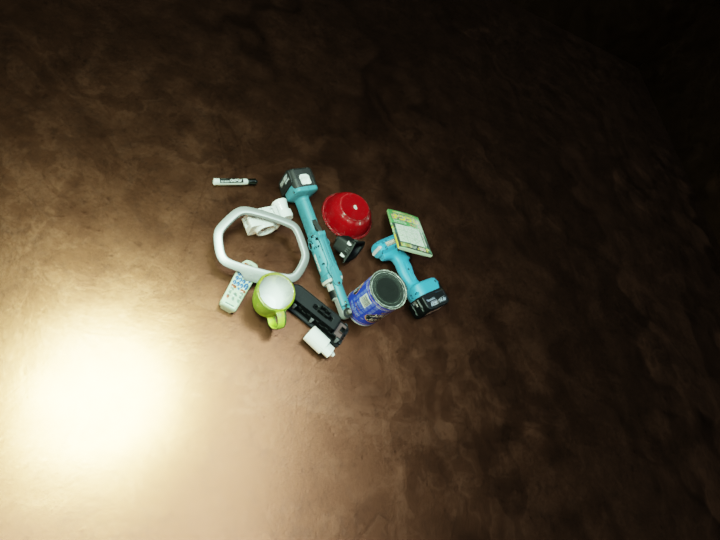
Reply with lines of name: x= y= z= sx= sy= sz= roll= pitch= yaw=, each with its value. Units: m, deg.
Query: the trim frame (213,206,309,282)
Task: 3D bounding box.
trim frame: x=-0.239 y=-0.059 z=1.040 sx=0.238 sy=0.028 sz=0.187 roll=15 pitch=67 yaw=-25

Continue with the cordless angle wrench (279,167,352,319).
cordless angle wrench: x=-0.110 y=-0.072 z=1.125 sx=0.072 sy=0.099 sz=0.432 roll=-12 pitch=73 yaw=-31

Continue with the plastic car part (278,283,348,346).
plastic car part: x=-0.114 y=0.101 z=1.041 sx=0.203 sy=0.067 sz=0.066 roll=37 pitch=62 yaw=1

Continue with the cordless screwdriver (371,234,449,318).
cordless screwdriver: x=0.155 y=0.001 z=1.209 sx=0.154 sy=0.074 sz=0.256 roll=-22 pitch=71 yaw=-33

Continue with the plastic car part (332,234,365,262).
plastic car part: x=-0.038 y=-0.070 z=1.156 sx=0.072 sy=0.066 sz=0.114 roll=34 pitch=14 yaw=8
